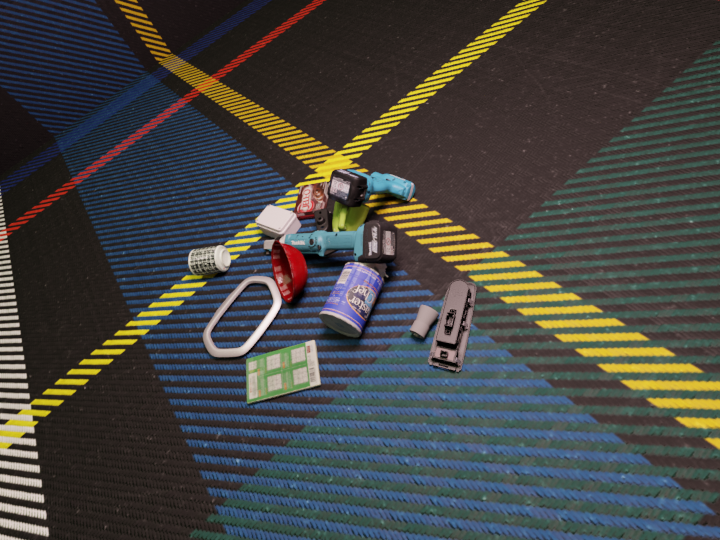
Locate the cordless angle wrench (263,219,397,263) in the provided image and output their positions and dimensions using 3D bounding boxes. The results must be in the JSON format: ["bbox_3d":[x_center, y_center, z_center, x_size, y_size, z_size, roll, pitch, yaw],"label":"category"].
[{"bbox_3d":[-0.106,-0.069,1.086,0.444,0.071,0.098,2,89,40],"label":"cordless angle wrench"}]

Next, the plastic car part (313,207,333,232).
[{"bbox_3d":[-0.100,-0.127,1.169,0.067,0.067,0.121,-19,48,11],"label":"plastic car part"}]

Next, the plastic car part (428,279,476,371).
[{"bbox_3d":[0.192,0.100,0.884,0.069,0.063,0.204,2,54,32],"label":"plastic car part"}]

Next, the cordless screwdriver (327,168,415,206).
[{"bbox_3d":[0.013,-0.229,1.117,0.238,0.073,0.168,-12,33,-45],"label":"cordless screwdriver"}]

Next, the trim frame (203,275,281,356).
[{"bbox_3d":[-0.310,0.118,1.110,0.194,0.026,0.248,21,68,33],"label":"trim frame"}]
